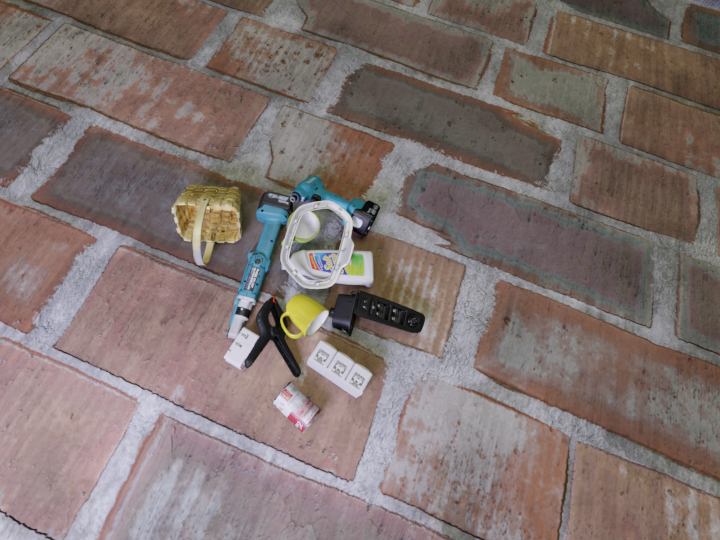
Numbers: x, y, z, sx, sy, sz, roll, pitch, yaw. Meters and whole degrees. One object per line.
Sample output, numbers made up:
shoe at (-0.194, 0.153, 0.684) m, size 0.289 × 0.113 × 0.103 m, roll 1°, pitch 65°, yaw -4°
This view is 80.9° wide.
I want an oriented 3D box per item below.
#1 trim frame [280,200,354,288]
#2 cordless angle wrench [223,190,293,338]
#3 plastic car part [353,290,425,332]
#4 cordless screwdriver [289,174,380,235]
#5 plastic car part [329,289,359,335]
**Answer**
trim frame at (-0.111, -0.073, 1.136) m, size 0.181 × 0.028 × 0.250 m, roll 18°, pitch 76°, yaw -8°
cordless angle wrench at (-0.283, -0.018, 1.165) m, size 0.098 × 0.073 × 0.428 m, roll 13°, pitch 67°, yaw 0°
plastic car part at (0.072, 0.120, 1.117) m, size 0.199 × 0.067 × 0.067 m, roll 17°, pitch 60°, yaw -10°
cordless screwdriver at (-0.077, -0.187, 1.224) m, size 0.254 × 0.073 × 0.158 m, roll 28°, pitch 35°, yaw 9°
plastic car part at (-0.046, 0.109, 1.134) m, size 0.073 × 0.063 × 0.117 m, roll 12°, pitch 68°, yaw 15°
